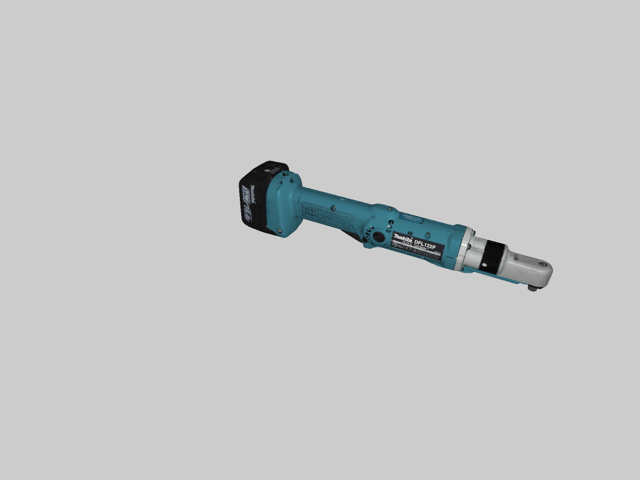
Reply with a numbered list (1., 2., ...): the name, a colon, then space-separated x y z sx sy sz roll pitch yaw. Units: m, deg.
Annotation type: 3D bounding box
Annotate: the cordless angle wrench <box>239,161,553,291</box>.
1. cordless angle wrench: 0.086 -0.016 0.580 0.423 0.098 0.074 17 37 20
